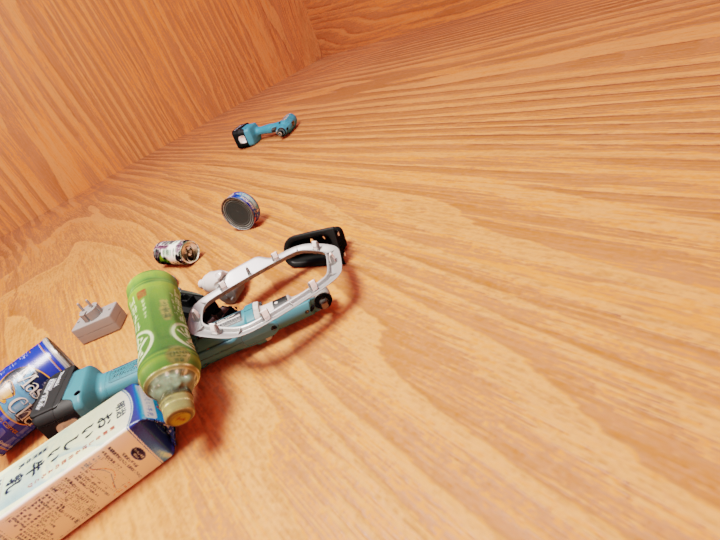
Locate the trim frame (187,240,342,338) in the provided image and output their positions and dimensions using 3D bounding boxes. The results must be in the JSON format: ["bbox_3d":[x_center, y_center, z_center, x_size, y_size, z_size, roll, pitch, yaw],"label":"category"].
[{"bbox_3d":[-0.137,0.020,0.615,0.244,0.026,0.194,-34,30,-21],"label":"trim frame"}]

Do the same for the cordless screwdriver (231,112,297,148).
[{"bbox_3d":[-0.371,-0.527,1.613,0.256,0.071,0.161,-7,36,20],"label":"cordless screwdriver"}]

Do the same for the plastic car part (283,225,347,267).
[{"bbox_3d":[-0.072,-0.047,0.734,0.121,0.064,0.069,-5,21,34],"label":"plastic car part"}]

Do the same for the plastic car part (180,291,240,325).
[{"bbox_3d":[-0.290,0.069,0.710,0.213,0.064,0.066,0,46,39],"label":"plastic car part"}]

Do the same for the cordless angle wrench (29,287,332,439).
[{"bbox_3d":[-0.237,0.116,0.599,0.422,0.071,0.102,-24,31,-2],"label":"cordless angle wrench"}]
